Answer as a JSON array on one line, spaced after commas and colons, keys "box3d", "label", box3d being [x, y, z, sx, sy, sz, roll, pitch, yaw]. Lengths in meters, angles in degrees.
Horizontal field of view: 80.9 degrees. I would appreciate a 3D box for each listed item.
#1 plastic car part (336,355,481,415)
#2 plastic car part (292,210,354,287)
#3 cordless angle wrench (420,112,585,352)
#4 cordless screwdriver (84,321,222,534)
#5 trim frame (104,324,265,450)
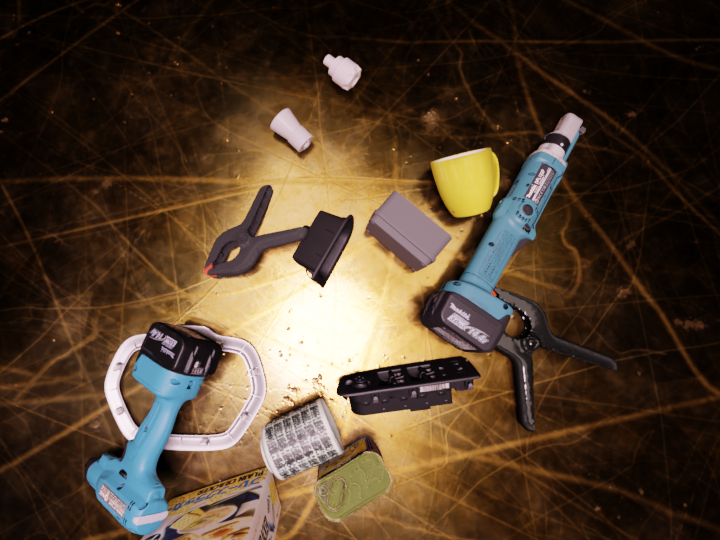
[{"box3d": [0.065, 0.173, 0.622, 0.203, 0.068, 0.065, -5, 109, -1], "label": "plastic car part"}, {"box3d": [-0.064, -0.042, 0.657, 0.073, 0.064, 0.117, 22, 79, 16], "label": "plastic car part"}, {"box3d": [0.233, -0.079, 0.629, 0.098, 0.074, 0.422, 34, 74, -2], "label": "cordless angle wrench"}, {"box3d": [-0.297, 0.198, 0.585, 0.167, 0.070, 0.250, 9, 77, 33], "label": "cordless screwdriver"}, {"box3d": [-0.268, 0.177, 0.643, 0.250, 0.027, 0.186, 2, 81, 4], "label": "trim frame"}]
